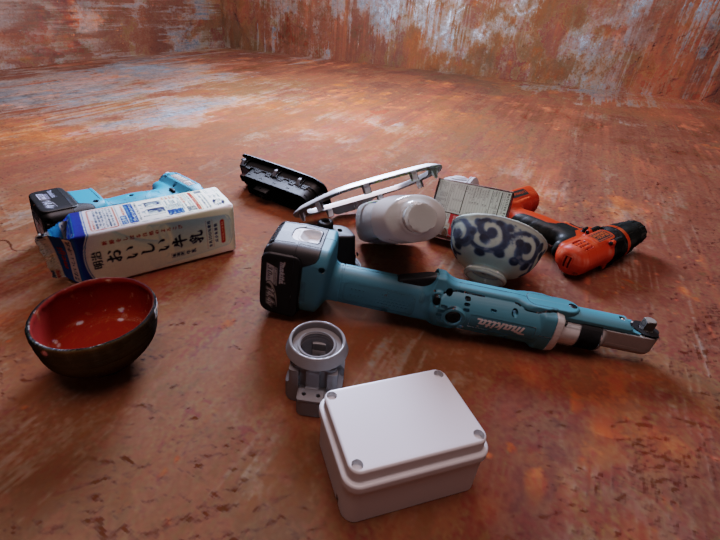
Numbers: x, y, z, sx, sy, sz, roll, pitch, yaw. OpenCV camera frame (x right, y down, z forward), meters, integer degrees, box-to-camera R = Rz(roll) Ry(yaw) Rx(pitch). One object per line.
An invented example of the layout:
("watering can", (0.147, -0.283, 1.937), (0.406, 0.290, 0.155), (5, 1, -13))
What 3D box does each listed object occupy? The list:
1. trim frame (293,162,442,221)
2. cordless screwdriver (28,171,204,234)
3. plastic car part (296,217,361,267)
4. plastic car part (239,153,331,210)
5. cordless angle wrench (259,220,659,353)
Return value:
("trim frame", (0.014, -0.118, 0.653), (0.243, 0.027, 0.188), (-21, 4, -19))
("cordless screwdriver", (-0.342, -0.089, 0.642), (0.168, 0.073, 0.241), (26, 36, 31))
("plastic car part", (-0.057, -0.037, 0.580), (0.116, 0.069, 0.068), (-1, 33, -2))
("plastic car part", (-0.146, -0.152, 0.761), (0.212, 0.064, 0.066), (20, 45, 25))
("cordless angle wrench", (0.100, 0.034, 0.473), (0.428, 0.096, 0.075), (12, 32, 6))
